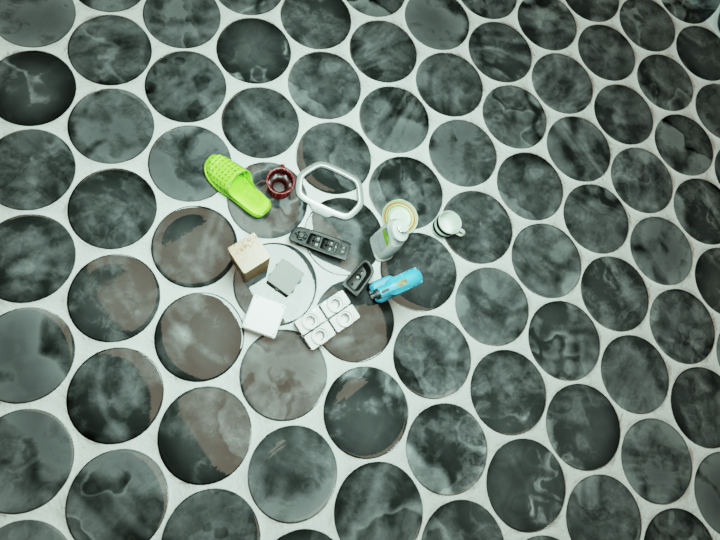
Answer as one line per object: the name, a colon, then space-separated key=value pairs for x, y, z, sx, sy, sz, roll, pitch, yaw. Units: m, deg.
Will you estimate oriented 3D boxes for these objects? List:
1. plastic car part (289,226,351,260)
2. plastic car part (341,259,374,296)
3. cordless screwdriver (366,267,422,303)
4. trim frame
plastic car part: x=-0.137 y=-0.090 z=1.401 sx=0.201 sy=0.067 sz=0.067 roll=20 pitch=76 yaw=-5
plastic car part: x=-0.007 y=0.025 z=1.394 sx=0.066 sy=0.071 sz=0.116 roll=40 pitch=75 yaw=-2
cordless screwdriver: x=0.077 y=0.058 z=1.307 sx=0.157 sy=0.250 sz=0.075 roll=-24 pitch=87 yaw=-15
trim frame: x=-0.105 y=-0.276 z=1.467 sx=0.247 sy=0.027 sz=0.185 roll=25 pitch=75 yaw=-3
